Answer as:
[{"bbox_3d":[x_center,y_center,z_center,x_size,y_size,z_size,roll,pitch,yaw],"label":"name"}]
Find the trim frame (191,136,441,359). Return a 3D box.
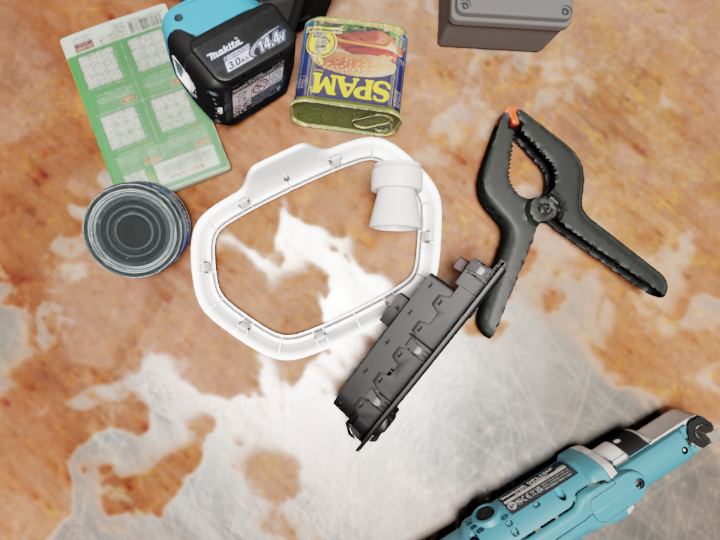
[{"bbox_3d":[-0.039,-0.025,0.396,0.248,0.027,0.185,-25,86,-1],"label":"trim frame"}]

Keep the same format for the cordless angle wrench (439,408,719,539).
[{"bbox_3d":[0.116,0.230,0.354,0.420,0.098,0.074,-28,90,-7],"label":"cordless angle wrench"}]

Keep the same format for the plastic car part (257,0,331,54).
[{"bbox_3d":[-0.047,-0.263,0.378,0.069,0.119,0.066,-32,91,-29],"label":"plastic car part"}]

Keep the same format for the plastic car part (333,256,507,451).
[{"bbox_3d":[0.042,0.065,0.362,0.069,0.065,0.203,34,95,10],"label":"plastic car part"}]

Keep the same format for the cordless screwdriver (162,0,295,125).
[{"bbox_3d":[-0.177,-0.246,0.376,0.157,0.074,0.251,-32,84,-16],"label":"cordless screwdriver"}]
